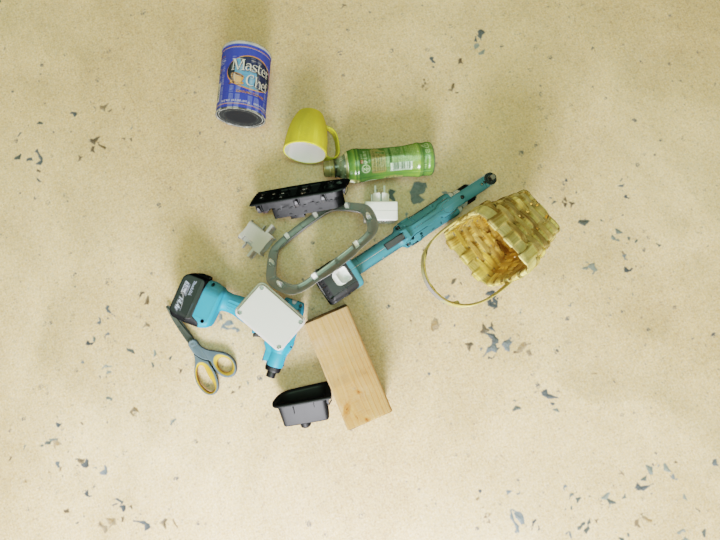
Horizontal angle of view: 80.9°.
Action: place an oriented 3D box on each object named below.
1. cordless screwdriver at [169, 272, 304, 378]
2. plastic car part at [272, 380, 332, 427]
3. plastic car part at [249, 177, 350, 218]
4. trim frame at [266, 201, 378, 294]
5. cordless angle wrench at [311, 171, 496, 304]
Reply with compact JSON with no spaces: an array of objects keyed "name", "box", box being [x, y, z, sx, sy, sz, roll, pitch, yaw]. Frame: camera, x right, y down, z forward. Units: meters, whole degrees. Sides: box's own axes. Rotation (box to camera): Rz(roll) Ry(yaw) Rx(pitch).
[{"name":"cordless screwdriver","box":[-0.248,0.104,0.837,0.248,0.074,0.159,18,85,-2]},{"name":"plastic car part","box":[-0.107,0.270,0.827,0.117,0.067,0.070,-15,101,2]},{"name":"plastic car part","box":[-0.117,-0.141,0.850,0.207,0.067,0.065,-11,113,14]},{"name":"trim frame","box":[-0.080,-0.052,0.816,0.247,0.026,0.195,-37,45,-7]},{"name":"cordless angle wrench","box":[0.098,-0.077,0.847,0.420,0.098,0.075,-33,88,-7]}]
